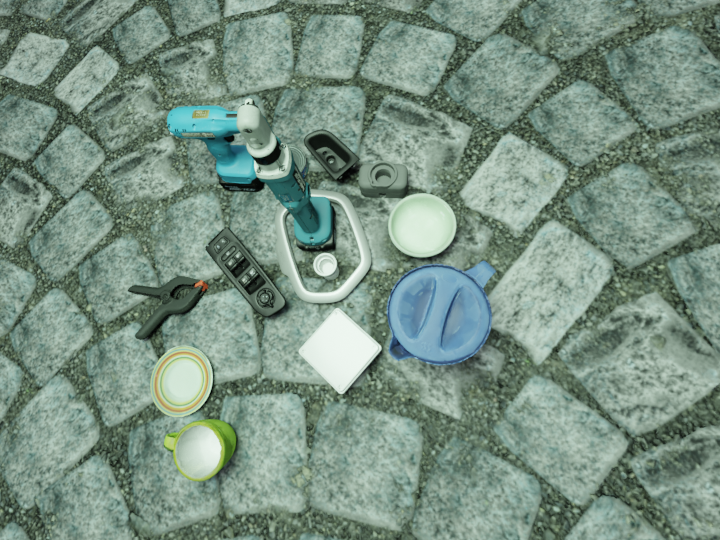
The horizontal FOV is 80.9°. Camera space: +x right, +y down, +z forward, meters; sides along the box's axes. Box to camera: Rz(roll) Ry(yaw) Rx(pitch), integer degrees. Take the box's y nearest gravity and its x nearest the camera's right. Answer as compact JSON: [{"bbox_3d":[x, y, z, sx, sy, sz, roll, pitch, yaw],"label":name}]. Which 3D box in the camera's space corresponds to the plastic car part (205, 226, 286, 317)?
[{"bbox_3d":[-0.221,0.010,0.838,0.066,0.065,0.210,-42,71,-3],"label":"plastic car part"}]

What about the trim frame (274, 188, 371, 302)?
[{"bbox_3d":[-0.083,-0.054,0.849,0.185,0.026,0.255,-22,71,5],"label":"trim frame"}]

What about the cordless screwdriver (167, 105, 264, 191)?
[{"bbox_3d":[-0.241,-0.233,0.819,0.162,0.241,0.075,4,77,9],"label":"cordless screwdriver"}]

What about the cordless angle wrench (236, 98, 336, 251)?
[{"bbox_3d":[-0.108,-0.127,0.672,0.075,0.410,0.099,-2,76,6],"label":"cordless angle wrench"}]

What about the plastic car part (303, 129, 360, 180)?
[{"bbox_3d":[-0.060,-0.234,0.874,0.066,0.069,0.121,-41,72,-3],"label":"plastic car part"}]
